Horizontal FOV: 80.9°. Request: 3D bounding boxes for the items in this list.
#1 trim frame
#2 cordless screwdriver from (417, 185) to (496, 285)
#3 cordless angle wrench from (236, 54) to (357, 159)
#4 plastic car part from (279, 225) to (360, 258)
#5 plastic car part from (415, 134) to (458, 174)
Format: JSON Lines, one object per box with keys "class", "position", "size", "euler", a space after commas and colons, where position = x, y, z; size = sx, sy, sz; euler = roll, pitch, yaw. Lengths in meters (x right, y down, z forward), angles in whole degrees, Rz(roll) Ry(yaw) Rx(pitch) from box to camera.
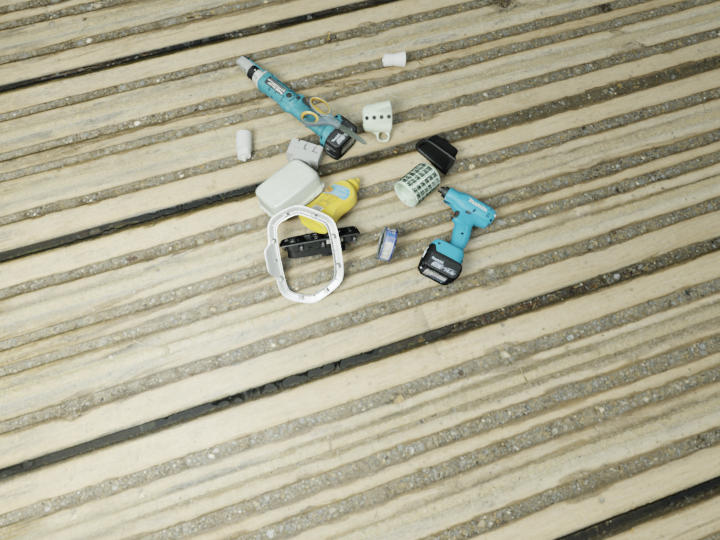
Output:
{"class": "trim frame", "position": [-0.137, -0.035, 1.024], "size": [0.185, 0.028, 0.243], "euler": [-7, 105, 4]}
{"class": "cordless screwdriver", "position": [0.225, -0.097, 1.082], "size": [0.162, 0.073, 0.248], "euler": [32, 72, 7]}
{"class": "cordless angle wrench", "position": [-0.195, -0.474, 1.184], "size": [0.433, 0.073, 0.097], "euler": [40, 77, 12]}
{"class": "plastic car part", "position": [-0.105, -0.069, 1.072], "size": [0.201, 0.065, 0.069], "euler": [-7, 29, -6]}
{"class": "plastic car part", "position": [0.219, -0.332, 1.160], "size": [0.070, 0.065, 0.119], "euler": [-38, 76, -27]}
